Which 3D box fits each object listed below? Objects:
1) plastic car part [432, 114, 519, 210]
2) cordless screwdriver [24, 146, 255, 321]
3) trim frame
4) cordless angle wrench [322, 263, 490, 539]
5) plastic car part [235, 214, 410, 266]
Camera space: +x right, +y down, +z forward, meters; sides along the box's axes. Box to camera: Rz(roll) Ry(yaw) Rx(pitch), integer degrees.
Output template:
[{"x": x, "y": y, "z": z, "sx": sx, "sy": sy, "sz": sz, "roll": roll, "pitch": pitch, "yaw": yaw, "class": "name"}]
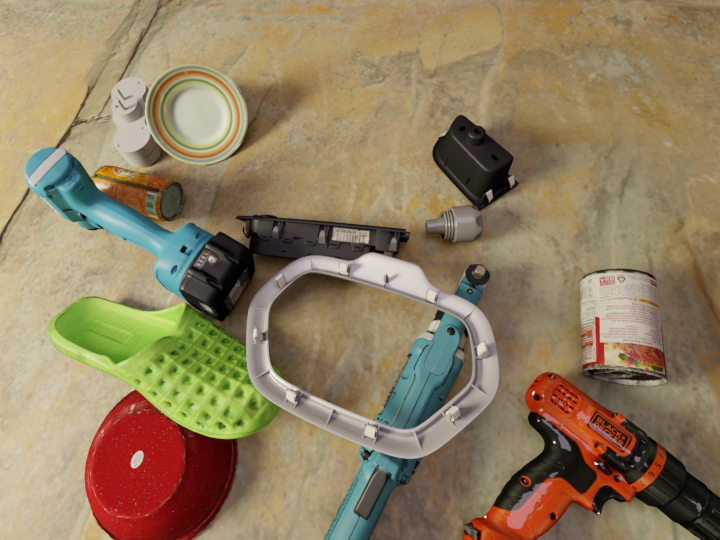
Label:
[{"x": 0.141, "y": -0.145, "z": 0.525, "sx": 0.065, "sy": 0.069, "sz": 0.120, "roll": -33, "pitch": 72, "yaw": -12, "class": "plastic car part"}, {"x": -0.247, "y": -0.034, "z": 0.492, "sx": 0.249, "sy": 0.159, "sz": 0.074, "roll": 31, "pitch": 69, "yaw": -1, "class": "cordless screwdriver"}, {"x": 0.002, "y": 0.062, "z": 0.406, "sx": 0.258, "sy": 0.026, "sz": 0.185, "roll": 16, "pitch": 56, "yaw": 21, "class": "trim frame"}, {"x": 0.030, "y": 0.167, "z": 0.397, "sx": 0.076, "sy": 0.095, "sz": 0.423, "roll": 27, "pitch": 67, "yaw": 12, "class": "cordless angle wrench"}, {"x": -0.049, "y": -0.032, "z": 0.503, "sx": 0.206, "sy": 0.065, "sz": 0.067, "roll": 10, "pitch": 94, "yaw": 8, "class": "plastic car part"}]
